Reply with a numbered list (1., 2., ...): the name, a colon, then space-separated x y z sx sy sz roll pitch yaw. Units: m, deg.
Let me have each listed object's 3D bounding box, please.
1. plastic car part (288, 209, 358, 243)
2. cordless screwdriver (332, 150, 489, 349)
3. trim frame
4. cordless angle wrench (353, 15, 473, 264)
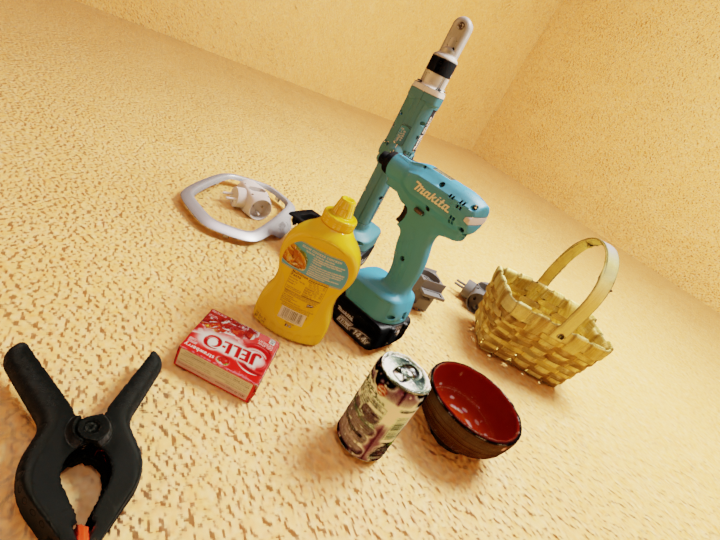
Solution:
1. plastic car part: -0.069 -0.045 0.706 0.122 0.070 0.063 38 28 23
2. cordless screwdriver: 0.039 -0.027 0.568 0.071 0.247 0.167 -5 41 -49
3. trim frame: -0.211 -0.117 0.761 0.185 0.027 0.248 27 26 2
4. cordless angle wrench: 0.057 -0.187 0.682 0.076 0.421 0.096 34 26 10
